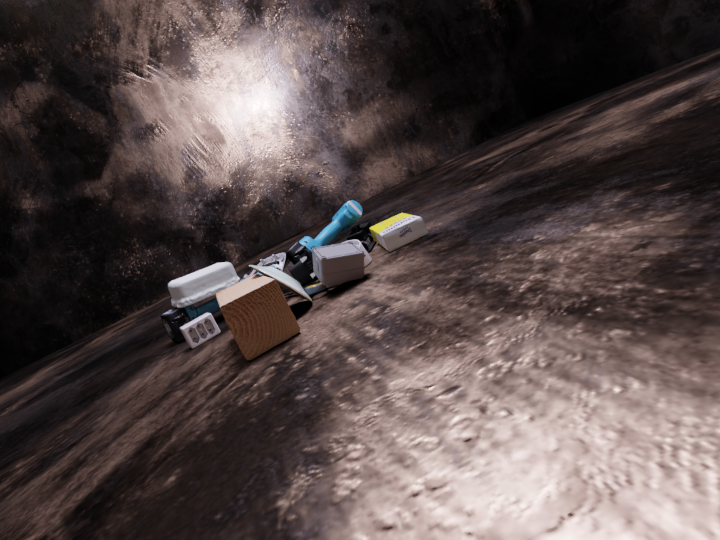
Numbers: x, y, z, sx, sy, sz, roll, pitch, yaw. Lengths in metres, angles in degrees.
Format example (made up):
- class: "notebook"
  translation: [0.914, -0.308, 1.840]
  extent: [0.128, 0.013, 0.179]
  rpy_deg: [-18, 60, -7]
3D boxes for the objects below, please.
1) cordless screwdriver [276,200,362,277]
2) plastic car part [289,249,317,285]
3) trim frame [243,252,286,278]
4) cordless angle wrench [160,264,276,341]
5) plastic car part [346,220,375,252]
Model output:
- class: "cordless screwdriver"
  translation: [-0.104, -0.068, 1.063]
  extent: [0.246, 0.074, 0.161]
  rpy_deg: [-48, 5, -32]
- class: "plastic car part"
  translation: [-0.114, 0.004, 0.871]
  extent: [0.071, 0.066, 0.116]
  rpy_deg: [-33, -2, -3]
- class: "trim frame"
  translation: [-0.244, 0.040, 0.971]
  extent: [0.258, 0.026, 0.185]
  rpy_deg: [-10, 50, 54]
- class: "cordless angle wrench"
  translation: [-0.313, 0.052, 1.129]
  extent: [0.412, 0.073, 0.102]
  rpy_deg: [-30, 11, -32]
- class: "plastic car part"
  translation: [0.001, -0.084, 1.078]
  extent: [0.067, 0.066, 0.201]
  rpy_deg: [-28, 7, 19]
